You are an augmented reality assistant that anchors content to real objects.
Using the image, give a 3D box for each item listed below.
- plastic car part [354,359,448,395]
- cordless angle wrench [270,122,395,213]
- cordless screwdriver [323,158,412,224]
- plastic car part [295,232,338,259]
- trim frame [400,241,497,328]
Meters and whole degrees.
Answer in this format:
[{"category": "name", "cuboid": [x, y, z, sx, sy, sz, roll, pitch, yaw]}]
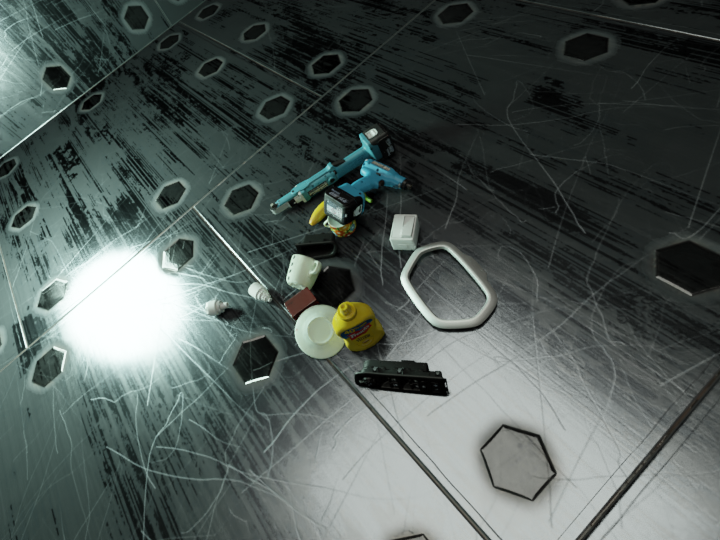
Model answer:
[{"category": "plastic car part", "cuboid": [0.084, 0.227, 0.923, 0.209, 0.063, 0.068, -5, 49, 18]}, {"category": "cordless angle wrench", "cuboid": [-0.096, -0.295, 1.302, 0.425, 0.093, 0.078, -32, 55, 5]}, {"category": "cordless screwdriver", "cuboid": [0.021, -0.218, 1.179, 0.166, 0.072, 0.245, 30, 53, 23]}, {"category": "plastic car part", "cuboid": [-0.117, -0.076, 1.192, 0.119, 0.063, 0.073, -8, 44, 12]}, {"category": "trim frame", "cuboid": [0.208, 0.032, 1.015, 0.184, 0.026, 0.262, -34, 53, 0]}]
